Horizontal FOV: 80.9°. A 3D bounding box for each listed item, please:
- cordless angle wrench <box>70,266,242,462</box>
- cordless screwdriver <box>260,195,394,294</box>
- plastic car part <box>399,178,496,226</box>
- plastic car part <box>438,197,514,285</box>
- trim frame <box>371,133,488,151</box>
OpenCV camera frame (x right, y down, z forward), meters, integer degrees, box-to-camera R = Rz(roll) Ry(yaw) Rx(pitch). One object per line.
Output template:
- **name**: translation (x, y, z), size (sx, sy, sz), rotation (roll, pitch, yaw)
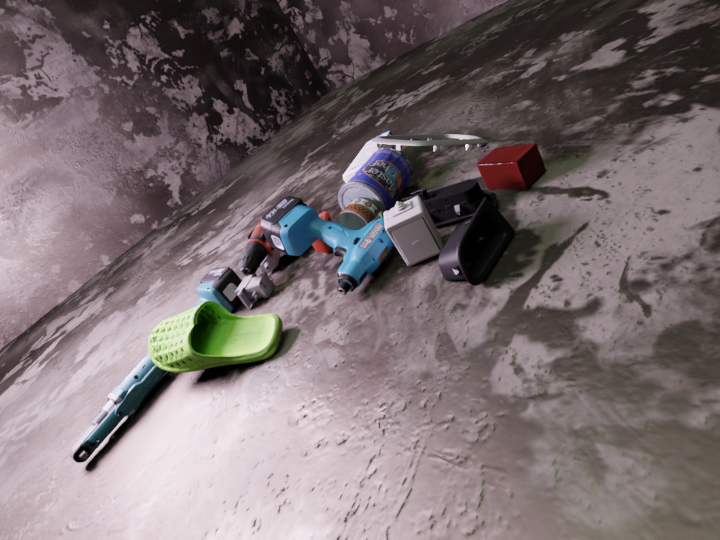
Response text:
- **cordless angle wrench**: translation (-0.378, 0.164, 0.814), size (0.102, 0.071, 0.422), rotation (-7, 39, 43)
- **cordless screwdriver**: translation (-0.074, -0.048, 0.752), size (0.262, 0.071, 0.158), rotation (17, 53, 32)
- **plastic car part**: translation (0.125, -0.109, 0.715), size (0.212, 0.065, 0.065), rotation (-7, 28, 39)
- **plastic car part**: translation (0.143, -0.031, 0.571), size (0.116, 0.064, 0.073), rotation (-50, 14, -25)
- **trim frame**: translation (0.143, -0.266, 0.876), size (0.242, 0.027, 0.194), rotation (-11, 25, -22)
